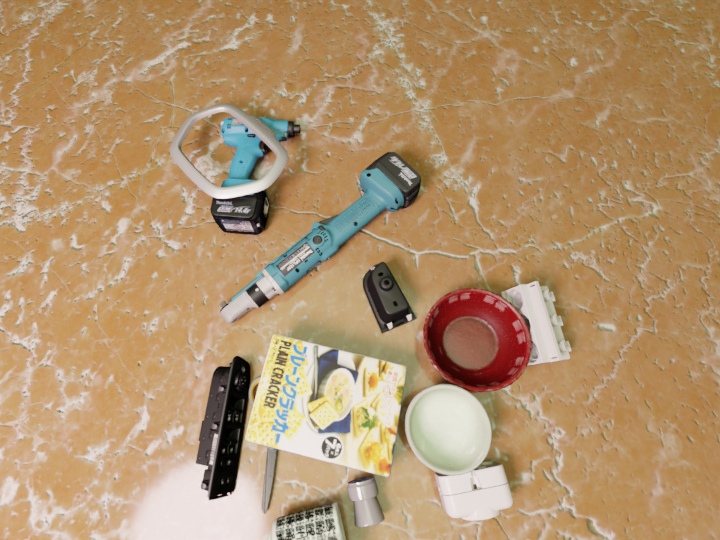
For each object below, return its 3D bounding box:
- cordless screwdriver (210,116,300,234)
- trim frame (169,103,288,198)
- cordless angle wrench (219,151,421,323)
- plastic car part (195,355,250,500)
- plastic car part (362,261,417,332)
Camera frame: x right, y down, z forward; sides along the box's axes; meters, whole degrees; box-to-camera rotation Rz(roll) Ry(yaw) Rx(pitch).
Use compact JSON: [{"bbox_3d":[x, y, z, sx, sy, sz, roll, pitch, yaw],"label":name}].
[{"bbox_3d":[-0.200,-0.194,0.819,0.160,0.072,0.254,-1,66,3],"label":"cordless screwdriver"},{"bbox_3d":[-0.247,-0.227,0.791,0.183,0.026,0.259,-42,65,-15],"label":"trim frame"},{"bbox_3d":[-0.074,-0.049,0.759,0.421,0.072,0.101,-40,74,-8],"label":"cordless angle wrench"},{"bbox_3d":[-0.217,0.239,0.670,0.070,0.063,0.206,-2,69,28],"label":"plastic car part"},{"bbox_3d":[0.044,0.037,0.716,0.065,0.069,0.120,-22,74,-8],"label":"plastic car part"}]
